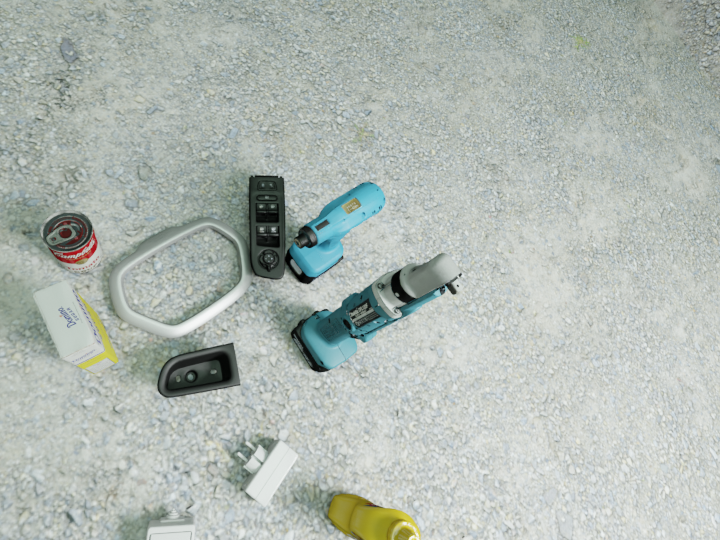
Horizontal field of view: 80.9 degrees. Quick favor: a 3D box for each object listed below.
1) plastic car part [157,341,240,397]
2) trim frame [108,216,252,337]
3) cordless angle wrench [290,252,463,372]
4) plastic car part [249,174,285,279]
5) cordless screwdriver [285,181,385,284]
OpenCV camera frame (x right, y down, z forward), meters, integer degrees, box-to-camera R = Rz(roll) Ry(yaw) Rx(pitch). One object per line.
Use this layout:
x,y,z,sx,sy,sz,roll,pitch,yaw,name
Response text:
-0.252,0.160,0.654,0.113,0.071,0.067,-8,72,-23,plastic car part
-0.302,0.004,0.730,0.244,0.028,0.186,-38,83,-28,trim frame
0.002,0.062,0.581,0.073,0.427,0.099,-30,84,-29,cordless angle wrench
-0.176,-0.076,0.786,0.064,0.067,0.208,2,67,-21,plastic car part
-0.069,-0.045,0.704,0.156,0.251,0.075,-35,87,-29,cordless screwdriver
